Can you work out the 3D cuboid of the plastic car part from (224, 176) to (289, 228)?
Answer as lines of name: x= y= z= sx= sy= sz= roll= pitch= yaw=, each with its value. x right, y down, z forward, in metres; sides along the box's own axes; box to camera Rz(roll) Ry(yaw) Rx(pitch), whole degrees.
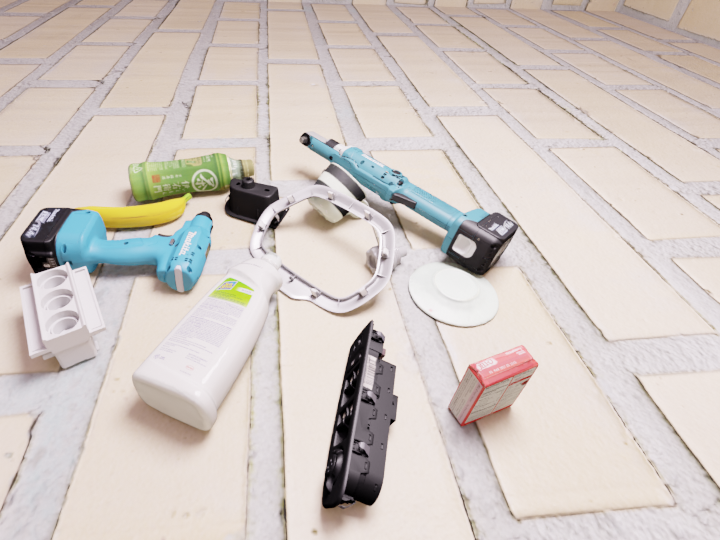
plastic car part: x=-0.190 y=-0.129 z=0.746 sx=0.119 sy=0.069 sz=0.066 roll=17 pitch=41 yaw=10

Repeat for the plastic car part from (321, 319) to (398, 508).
plastic car part: x=0.003 y=0.155 z=0.454 sx=0.066 sy=0.067 sz=0.205 roll=31 pitch=41 yaw=-10

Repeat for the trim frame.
trim frame: x=-0.063 y=-0.041 z=0.644 sx=0.261 sy=0.026 sz=0.184 roll=33 pitch=78 yaw=27

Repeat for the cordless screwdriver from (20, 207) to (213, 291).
cordless screwdriver: x=-0.355 y=-0.049 z=0.647 sx=0.247 sy=0.072 sz=0.164 roll=5 pitch=41 yaw=-4

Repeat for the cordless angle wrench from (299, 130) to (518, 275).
cordless angle wrench: x=0.054 y=-0.147 z=0.740 sx=0.442 sy=0.073 sz=0.095 roll=36 pitch=39 yaw=25
